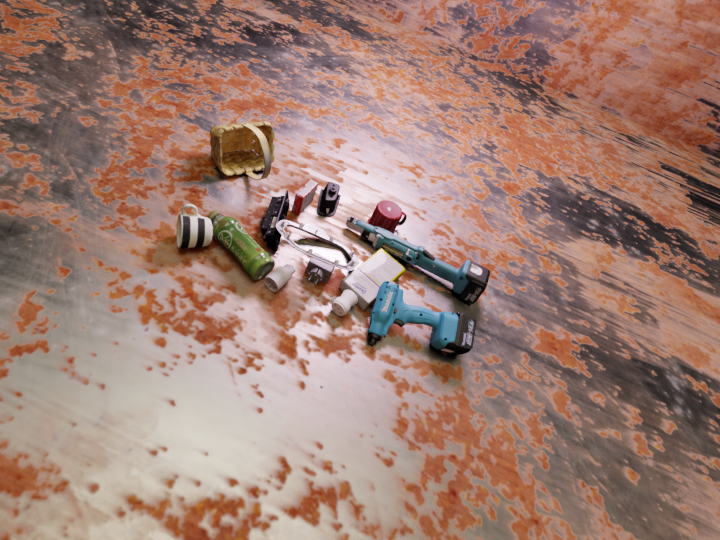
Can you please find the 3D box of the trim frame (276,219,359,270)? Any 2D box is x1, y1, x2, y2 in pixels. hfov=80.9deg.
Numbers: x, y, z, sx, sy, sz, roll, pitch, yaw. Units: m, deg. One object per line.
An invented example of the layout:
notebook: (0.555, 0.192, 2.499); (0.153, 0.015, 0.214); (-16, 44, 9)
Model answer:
trim frame: (-0.109, -0.071, 1.115); (0.241, 0.027, 0.191); (21, 22, -18)

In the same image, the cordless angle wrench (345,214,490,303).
cordless angle wrench: (0.148, -0.048, 1.203); (0.432, 0.096, 0.074); (27, 46, 11)

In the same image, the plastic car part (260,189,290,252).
plastic car part: (-0.237, -0.143, 1.171); (0.069, 0.063, 0.207); (0, 47, 13)

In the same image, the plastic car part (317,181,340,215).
plastic car part: (-0.091, -0.225, 1.281); (0.065, 0.070, 0.119); (16, 44, -7)

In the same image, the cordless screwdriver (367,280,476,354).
cordless screwdriver: (0.143, 0.141, 1.030); (0.249, 0.074, 0.160); (22, 70, 0)
